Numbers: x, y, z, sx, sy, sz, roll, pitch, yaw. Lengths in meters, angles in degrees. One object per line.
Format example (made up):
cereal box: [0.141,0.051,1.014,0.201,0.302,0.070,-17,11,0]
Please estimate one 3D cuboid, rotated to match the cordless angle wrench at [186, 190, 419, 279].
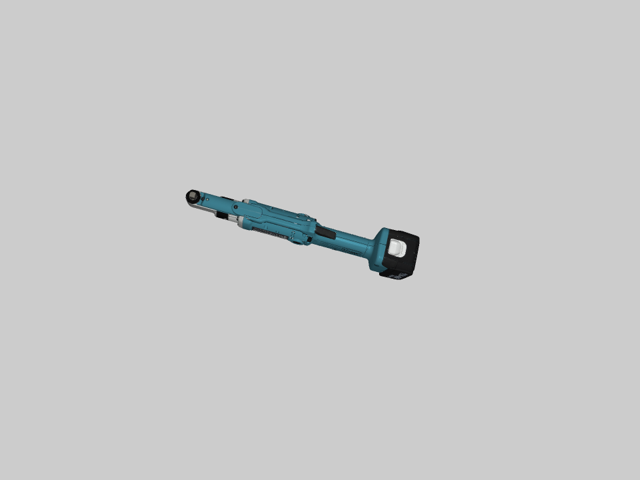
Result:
cordless angle wrench: [-0.035,-0.020,0.774,0.423,0.074,0.098,15,-15,-5]
